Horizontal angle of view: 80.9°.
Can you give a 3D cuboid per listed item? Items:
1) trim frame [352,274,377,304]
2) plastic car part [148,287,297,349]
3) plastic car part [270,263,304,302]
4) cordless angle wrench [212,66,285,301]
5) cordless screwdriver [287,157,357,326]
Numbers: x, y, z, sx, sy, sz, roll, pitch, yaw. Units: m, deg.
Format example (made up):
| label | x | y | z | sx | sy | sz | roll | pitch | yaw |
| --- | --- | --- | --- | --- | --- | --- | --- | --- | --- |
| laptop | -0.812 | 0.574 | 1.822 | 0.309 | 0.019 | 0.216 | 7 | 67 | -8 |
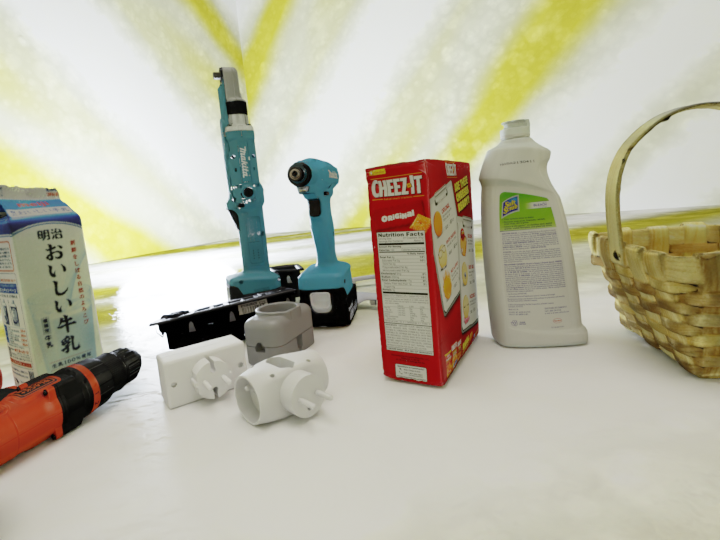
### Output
| label | x | y | z | sx | sy | sz | roll | pitch | yaw |
| --- | --- | --- | --- | --- | --- | --- | --- | --- | --- |
| trim frame | 0.029 | 0.034 | 0.786 | 0.261 | 0.027 | 0.177 | 3 | 13 | 44 |
| plastic car part | -0.191 | 0.069 | 0.602 | 0.198 | 0.066 | 0.068 | -9 | 8 | -17 |
| plastic car part | -0.139 | 0.026 | 0.813 | 0.065 | 0.070 | 0.120 | -8 | 9 | -14 |
| cordless angle wrench | -0.199 | -0.131 | 0.725 | 0.095 | 0.420 | 0.077 | -8 | 6 | -22 |
| cordless screwdriver | -0.061 | -0.040 | 0.622 | 0.076 | 0.247 | 0.157 | -4 | 7 | 11 |
